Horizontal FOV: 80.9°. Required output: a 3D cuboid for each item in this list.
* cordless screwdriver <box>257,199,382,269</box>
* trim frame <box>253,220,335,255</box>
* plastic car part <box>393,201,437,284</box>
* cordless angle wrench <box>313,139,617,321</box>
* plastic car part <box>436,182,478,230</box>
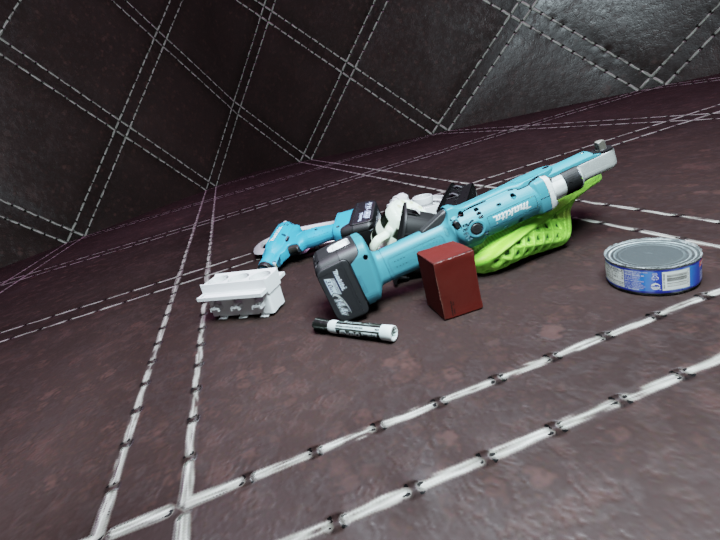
[{"bbox_3d":[-0.081,-0.053,0.825,0.257,0.071,0.161,-8,35,25],"label":"cordless screwdriver"},{"bbox_3d":[-0.133,-0.075,0.989,0.254,0.027,0.184,-8,21,15],"label":"trim frame"},{"bbox_3d":[0.089,-0.039,0.638,0.071,0.115,0.067,11,20,-1],"label":"plastic car part"},{"bbox_3d":[0.143,-0.063,0.569,0.424,0.095,0.076,-25,18,2],"label":"cordless angle wrench"},{"bbox_3d":[0.190,-0.126,0.801,0.069,0.065,0.202,-24,17,26],"label":"plastic car part"}]
